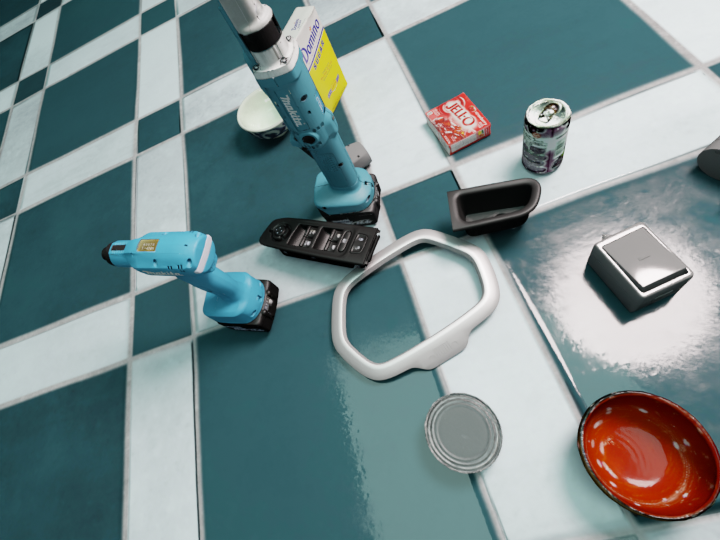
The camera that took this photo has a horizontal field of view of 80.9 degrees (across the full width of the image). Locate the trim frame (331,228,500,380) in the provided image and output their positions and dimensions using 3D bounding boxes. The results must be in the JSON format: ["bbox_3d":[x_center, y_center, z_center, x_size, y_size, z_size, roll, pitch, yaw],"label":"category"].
[{"bbox_3d":[0.068,0.045,0.597,0.249,0.026,0.193,-34,58,3],"label":"trim frame"}]

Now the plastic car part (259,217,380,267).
[{"bbox_3d":[-0.066,-0.043,0.671,0.212,0.064,0.067,12,70,26],"label":"plastic car part"}]

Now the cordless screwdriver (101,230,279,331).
[{"bbox_3d":[-0.229,0.018,0.604,0.165,0.237,0.075,1,66,20],"label":"cordless screwdriver"}]

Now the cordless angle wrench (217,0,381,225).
[{"bbox_3d":[-0.065,-0.186,0.542,0.101,0.402,0.076,-3,65,17],"label":"cordless angle wrench"}]

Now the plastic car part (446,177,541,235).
[{"bbox_3d":[0.187,-0.079,0.587,0.119,0.067,0.067,-8,63,17],"label":"plastic car part"}]
